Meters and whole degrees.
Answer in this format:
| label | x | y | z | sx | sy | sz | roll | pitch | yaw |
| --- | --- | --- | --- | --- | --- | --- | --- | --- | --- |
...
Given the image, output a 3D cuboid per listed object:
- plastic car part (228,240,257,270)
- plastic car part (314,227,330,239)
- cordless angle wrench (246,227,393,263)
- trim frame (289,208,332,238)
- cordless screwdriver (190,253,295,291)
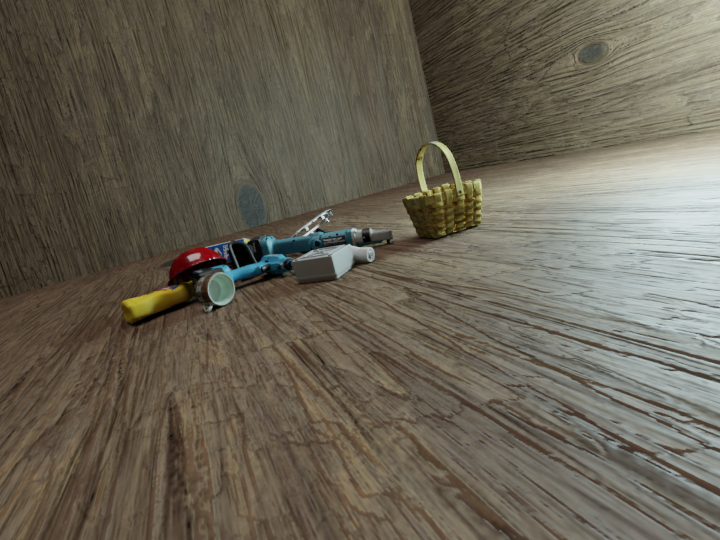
| label | x | y | z | sx | sy | sz | roll | pitch | yaw |
| --- | --- | --- | --- | --- | --- | --- | --- | --- | --- |
| plastic car part | -0.342 | -0.024 | 1.207 | 0.064 | 0.119 | 0.072 | -21 | -12 | -35 |
| plastic car part | -0.116 | -0.105 | 1.376 | 0.066 | 0.065 | 0.209 | -7 | 10 | -15 |
| cordless angle wrench | -0.119 | -0.078 | 1.216 | 0.434 | 0.097 | 0.073 | -7 | 8 | 17 |
| trim frame | -0.182 | -0.132 | 1.454 | 0.245 | 0.028 | 0.186 | -43 | 1 | -31 |
| cordless screwdriver | -0.290 | 0.009 | 1.069 | 0.240 | 0.073 | 0.166 | -19 | 11 | -34 |
